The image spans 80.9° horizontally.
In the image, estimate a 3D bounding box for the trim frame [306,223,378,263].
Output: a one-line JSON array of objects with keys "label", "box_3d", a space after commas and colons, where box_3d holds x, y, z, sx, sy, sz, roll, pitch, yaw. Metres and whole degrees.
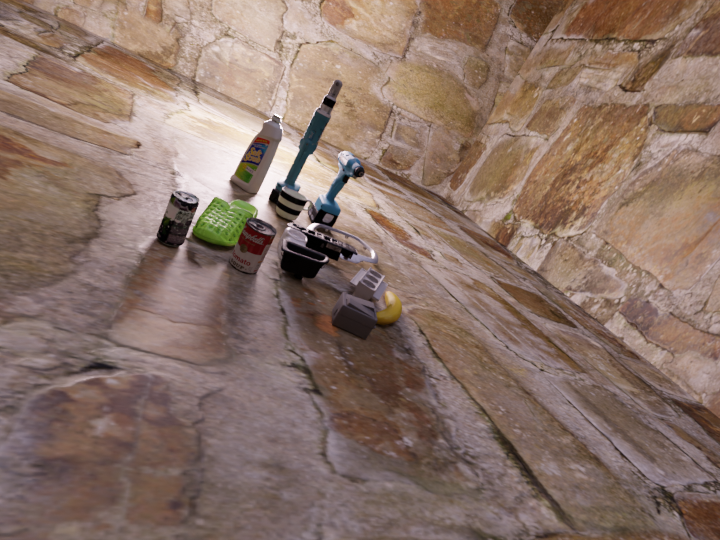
[{"label": "trim frame", "box_3d": [-0.054, -0.081, 1.290, 0.238, 0.027, 0.192, 19, 23, -25]}]

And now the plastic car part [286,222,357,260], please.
[{"label": "plastic car part", "box_3d": [-0.112, -0.073, 1.142, 0.200, 0.067, 0.067, 26, 21, -8]}]

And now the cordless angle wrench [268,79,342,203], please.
[{"label": "cordless angle wrench", "box_3d": [-0.164, -0.394, 1.325, 0.074, 0.422, 0.099, 29, 20, -5]}]

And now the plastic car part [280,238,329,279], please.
[{"label": "plastic car part", "box_3d": [-0.137, -0.016, 0.969, 0.114, 0.071, 0.068, 24, 21, -14]}]

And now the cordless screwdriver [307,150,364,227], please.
[{"label": "cordless screwdriver", "box_3d": [-0.072, -0.246, 1.340, 0.071, 0.248, 0.167, 18, 23, -31]}]
